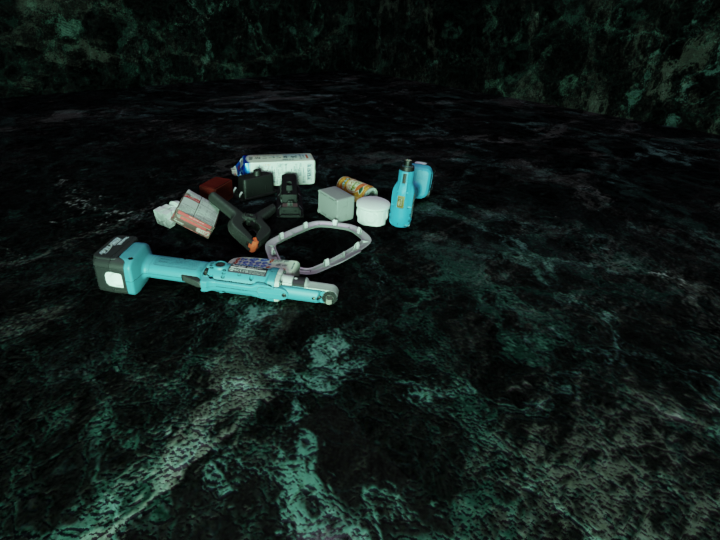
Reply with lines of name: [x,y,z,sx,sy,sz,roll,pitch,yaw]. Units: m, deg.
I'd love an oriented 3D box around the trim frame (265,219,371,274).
trim frame: [-0.088,-0.058,0.902,0.194,0.027,0.241,27,38,33]

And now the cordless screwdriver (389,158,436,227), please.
cordless screwdriver: [0.131,-0.224,1.056,0.077,0.155,0.247,13,31,14]

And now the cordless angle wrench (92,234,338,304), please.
cordless angle wrench: [-0.249,0.012,0.746,0.427,0.072,0.099,7,32,5]

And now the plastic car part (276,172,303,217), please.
plastic car part: [-0.188,-0.203,1.102,0.066,0.065,0.210,-8,30,-5]

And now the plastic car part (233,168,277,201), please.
plastic car part: [-0.284,-0.236,1.138,0.113,0.069,0.070,-23,41,-31]
